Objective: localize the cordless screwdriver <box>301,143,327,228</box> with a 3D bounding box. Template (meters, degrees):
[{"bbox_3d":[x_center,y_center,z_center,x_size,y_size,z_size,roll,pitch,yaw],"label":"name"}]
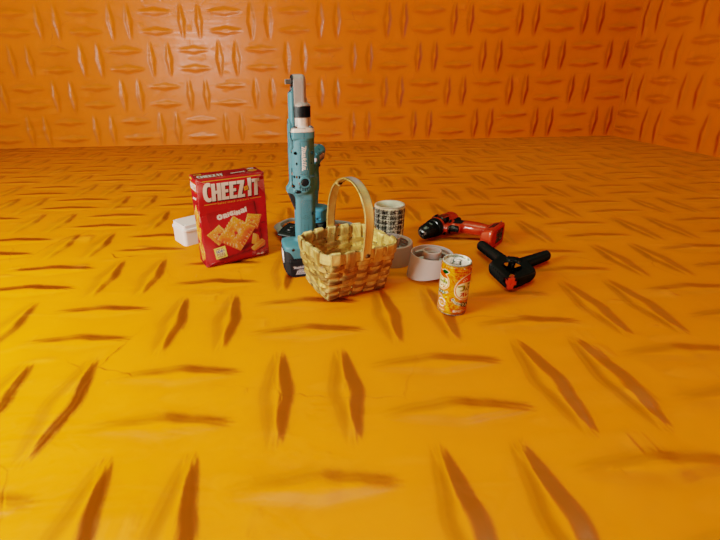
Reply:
[{"bbox_3d":[-0.124,-0.220,1.160,0.076,0.243,0.160,5,24,8],"label":"cordless screwdriver"}]

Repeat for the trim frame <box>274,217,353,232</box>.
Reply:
[{"bbox_3d":[-0.122,-0.116,1.192,0.251,0.027,0.186,2,25,6],"label":"trim frame"}]

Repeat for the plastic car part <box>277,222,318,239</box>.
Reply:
[{"bbox_3d":[-0.102,-0.067,1.043,0.210,0.065,0.065,9,26,20],"label":"plastic car part"}]

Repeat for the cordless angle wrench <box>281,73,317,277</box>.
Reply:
[{"bbox_3d":[-0.125,-0.192,0.902,0.096,0.413,0.077,-5,24,-14],"label":"cordless angle wrench"}]
